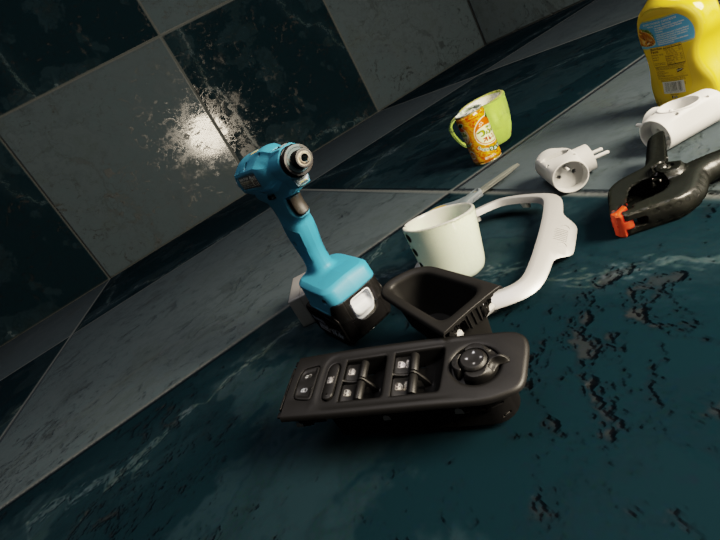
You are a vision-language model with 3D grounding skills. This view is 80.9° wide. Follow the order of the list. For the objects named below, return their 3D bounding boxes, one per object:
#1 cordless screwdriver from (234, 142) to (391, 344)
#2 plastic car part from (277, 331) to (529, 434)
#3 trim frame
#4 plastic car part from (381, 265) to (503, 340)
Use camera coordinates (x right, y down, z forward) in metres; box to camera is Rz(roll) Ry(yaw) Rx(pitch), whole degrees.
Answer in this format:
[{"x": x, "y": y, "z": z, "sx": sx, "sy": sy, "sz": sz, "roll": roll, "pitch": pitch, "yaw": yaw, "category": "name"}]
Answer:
[{"x": -0.047, "y": -0.031, "z": 0.485, "sx": 0.073, "sy": 0.241, "sz": 0.166, "roll": -37, "pitch": 19, "yaw": -22, "category": "cordless screwdriver"}, {"x": 0.034, "y": 0.098, "z": 0.338, "sx": 0.209, "sy": 0.065, "sz": 0.066, "roll": -19, "pitch": 22, "yaw": 28, "category": "plastic car part"}, {"x": 0.152, "y": -0.025, "z": 0.506, "sx": 0.191, "sy": 0.027, "sz": 0.247, "roll": -12, "pitch": 28, "yaw": 39, "category": "trim frame"}, {"x": 0.077, "y": 0.043, "z": 0.397, "sx": 0.065, "sy": 0.069, "sz": 0.121, "roll": -35, "pitch": 21, "yaw": -15, "category": "plastic car part"}]
